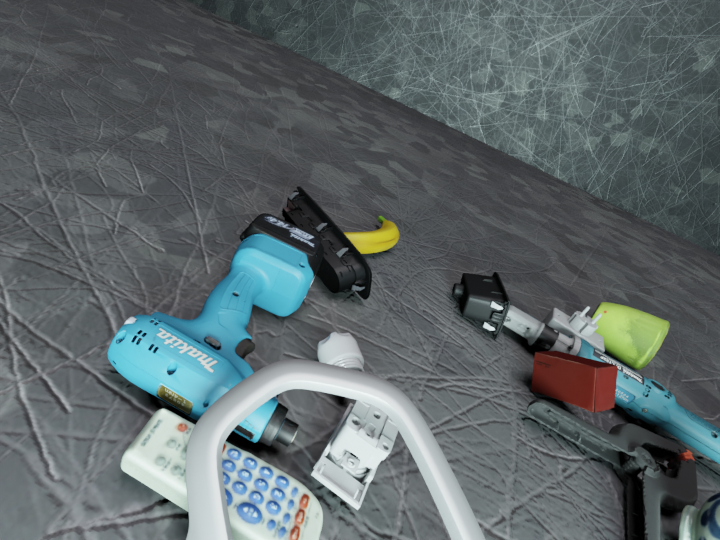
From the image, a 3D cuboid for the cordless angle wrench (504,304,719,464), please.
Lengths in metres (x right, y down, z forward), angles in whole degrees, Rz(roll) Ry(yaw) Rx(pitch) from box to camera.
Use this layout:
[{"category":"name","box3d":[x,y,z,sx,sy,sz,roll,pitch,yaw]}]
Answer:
[{"category":"cordless angle wrench","box3d":[0.388,0.175,0.576,0.438,0.074,0.095,33,29,18]}]

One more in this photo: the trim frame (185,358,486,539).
[{"category":"trim frame","box3d":[-0.012,0.170,0.251,0.179,0.027,0.259,-13,60,-24]}]

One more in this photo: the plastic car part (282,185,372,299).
[{"category":"plastic car part","box3d":[-0.058,-0.038,0.591,0.064,0.065,0.214,-16,48,-38]}]

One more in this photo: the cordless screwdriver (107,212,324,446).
[{"category":"cordless screwdriver","box3d":[-0.098,0.043,0.419,0.160,0.074,0.249,26,33,2]}]

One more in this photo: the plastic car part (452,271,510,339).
[{"category":"plastic car part","box3d":[0.180,0.040,0.654,0.071,0.065,0.118,11,26,1]}]
